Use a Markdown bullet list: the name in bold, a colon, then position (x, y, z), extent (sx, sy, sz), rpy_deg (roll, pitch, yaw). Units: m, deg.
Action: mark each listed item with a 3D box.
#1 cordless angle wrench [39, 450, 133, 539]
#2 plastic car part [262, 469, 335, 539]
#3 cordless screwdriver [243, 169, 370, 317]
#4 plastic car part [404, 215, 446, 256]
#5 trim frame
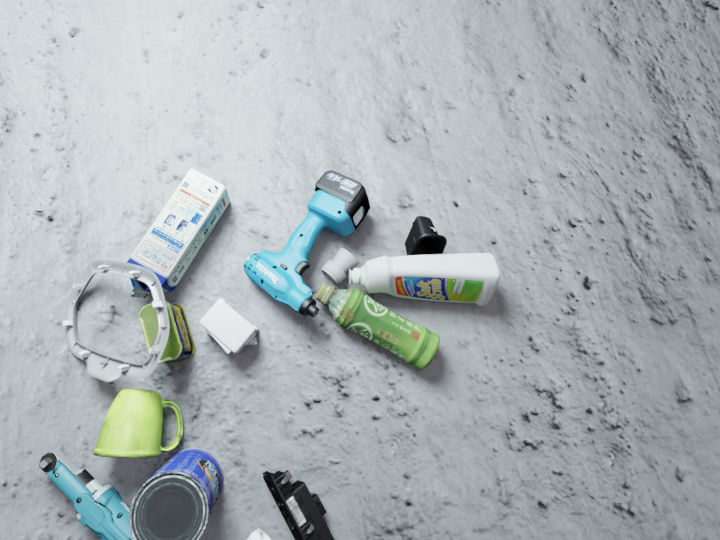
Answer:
- **cordless angle wrench**: position (-0.320, 0.418, 0.625), extent (0.431, 0.096, 0.074), rpy_deg (38, 76, 9)
- **plastic car part**: position (-0.081, 0.402, 0.661), extent (0.065, 0.067, 0.207), rpy_deg (-20, 76, -37)
- **cordless screwdriver**: position (-0.072, -0.047, 0.740), extent (0.167, 0.071, 0.248), rpy_deg (34, 77, 26)
- **plastic car part**: position (0.111, -0.056, 0.768), extent (0.065, 0.113, 0.074), rpy_deg (-6, 56, -10)
- **trim frame**: position (-0.394, 0.077, 0.671), extent (0.259, 0.026, 0.184), rpy_deg (8, 88, 25)
